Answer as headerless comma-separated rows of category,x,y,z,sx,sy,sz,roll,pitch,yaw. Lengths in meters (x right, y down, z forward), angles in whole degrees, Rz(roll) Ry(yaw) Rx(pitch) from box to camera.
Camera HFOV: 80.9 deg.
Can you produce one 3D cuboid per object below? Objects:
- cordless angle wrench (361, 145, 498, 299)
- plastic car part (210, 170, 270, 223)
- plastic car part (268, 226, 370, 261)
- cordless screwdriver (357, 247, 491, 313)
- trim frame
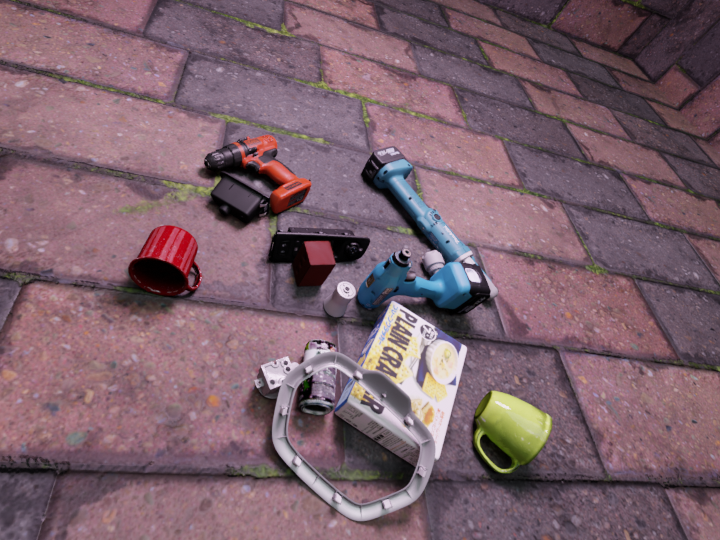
cordless angle wrench,0.162,-0.108,0.969,0.095,0.074,0.437,-22,67,-35
plastic car part,-0.243,-0.135,0.830,0.117,0.065,0.071,28,62,3
plastic car part,-0.081,-0.053,0.833,0.197,0.065,0.070,2,29,-20
cordless screwdriver,0.132,0.018,0.795,0.240,0.159,0.077,4,55,-24
trim frame,-0.010,0.231,0.595,0.251,0.027,0.183,41,81,5
